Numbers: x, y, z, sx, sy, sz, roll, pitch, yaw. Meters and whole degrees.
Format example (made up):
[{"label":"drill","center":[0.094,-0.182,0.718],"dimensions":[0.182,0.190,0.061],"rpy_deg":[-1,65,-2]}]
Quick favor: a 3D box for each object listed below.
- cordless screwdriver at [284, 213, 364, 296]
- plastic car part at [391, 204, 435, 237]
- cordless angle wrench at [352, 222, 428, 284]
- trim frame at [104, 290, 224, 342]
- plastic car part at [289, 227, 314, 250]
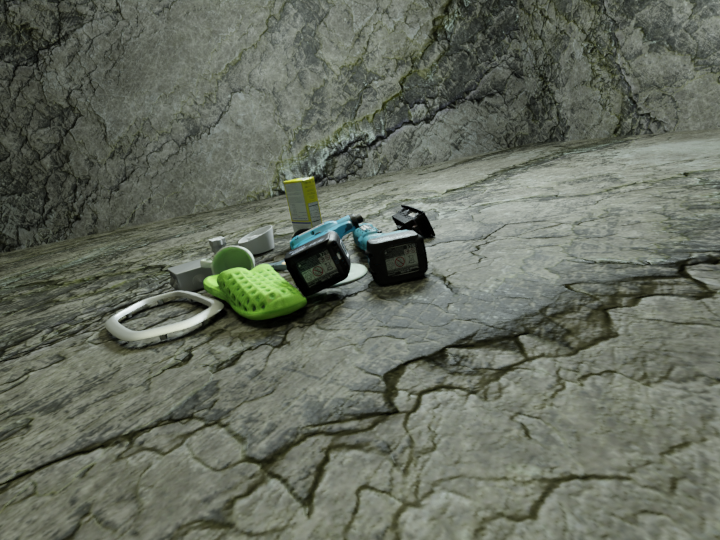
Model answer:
[{"label":"cordless screwdriver","center":[-0.057,-0.047,0.777],"dimensions":[0.160,0.072,0.254],"rpy_deg":[-27,16,3]},{"label":"plastic car part","center":[0.121,-0.117,1.038],"dimensions":[0.067,0.065,0.207],"rpy_deg":[-36,16,6]},{"label":"cordless angle wrench","center":[0.028,-0.063,0.893],"dimensions":[0.097,0.073,0.433],"rpy_deg":[-13,14,-7]},{"label":"trim frame","center":[-0.343,0.076,0.745],"dimensions":[0.178,0.027,0.261],"rpy_deg":[-26,20,-38]},{"label":"plastic car part","center":[-0.095,-0.062,0.974],"dimensions":[0.122,0.066,0.067],"rpy_deg":[4,-6,29]}]
